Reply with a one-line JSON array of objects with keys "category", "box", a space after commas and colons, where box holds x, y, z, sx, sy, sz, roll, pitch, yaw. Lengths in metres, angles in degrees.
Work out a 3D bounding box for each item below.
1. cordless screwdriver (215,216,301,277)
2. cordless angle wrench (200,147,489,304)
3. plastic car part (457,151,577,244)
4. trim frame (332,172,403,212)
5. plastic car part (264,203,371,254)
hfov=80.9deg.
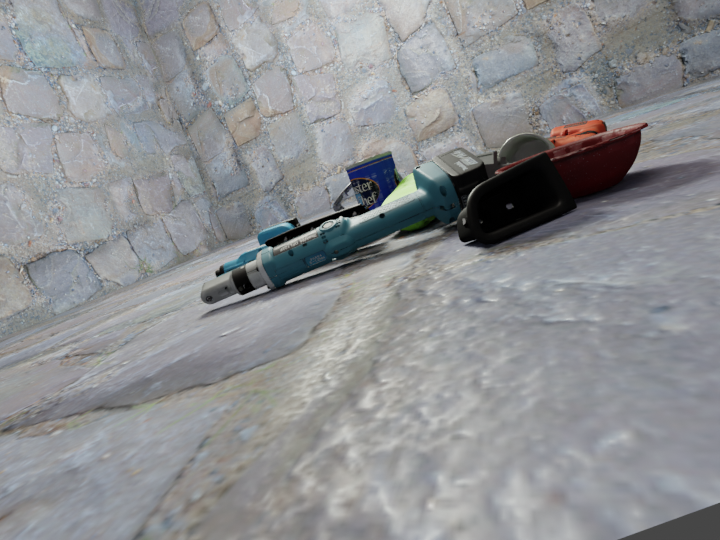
[{"category": "cordless screwdriver", "box": [-0.203, -0.043, 0.905, 0.161, 0.073, 0.251, -19, 15, 7]}, {"category": "cordless angle wrench", "box": [-0.034, -0.044, 0.592, 0.425, 0.071, 0.102, -23, 32, 5]}, {"category": "plastic car part", "box": [0.147, -0.065, 0.446, 0.115, 0.067, 0.071, -25, -6, -11]}, {"category": "trim frame", "box": [0.022, -0.182, 1.053, 0.186, 0.028, 0.239, -38, -15, 15]}, {"category": "plastic car part", "box": [-0.068, -0.045, 0.697, 0.210, 0.068, 0.062, -11, -24, 30]}]
